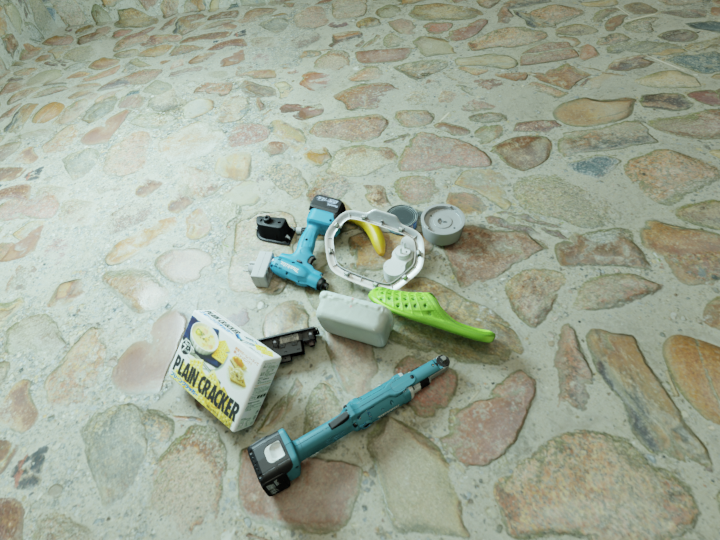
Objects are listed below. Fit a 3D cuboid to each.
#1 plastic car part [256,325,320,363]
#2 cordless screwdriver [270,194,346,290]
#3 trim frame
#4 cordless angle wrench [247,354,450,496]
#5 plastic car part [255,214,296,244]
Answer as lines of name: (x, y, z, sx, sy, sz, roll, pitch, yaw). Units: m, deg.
plastic car part: (-0.189, 0.174, 0.938, 0.204, 0.065, 0.068, -9, 75, 3)
cordless screwdriver: (-0.107, -0.070, 1.095, 0.165, 0.071, 0.249, 21, 68, 20)
trim frame: (0.028, -0.053, 1.010, 0.258, 0.026, 0.184, 20, 85, 21)
cordless angle wrench: (-0.003, 0.273, 0.807, 0.416, 0.094, 0.078, -26, 52, -15)
plastic car part: (-0.246, -0.122, 1.177, 0.120, 0.068, 0.067, 11, 53, 14)
